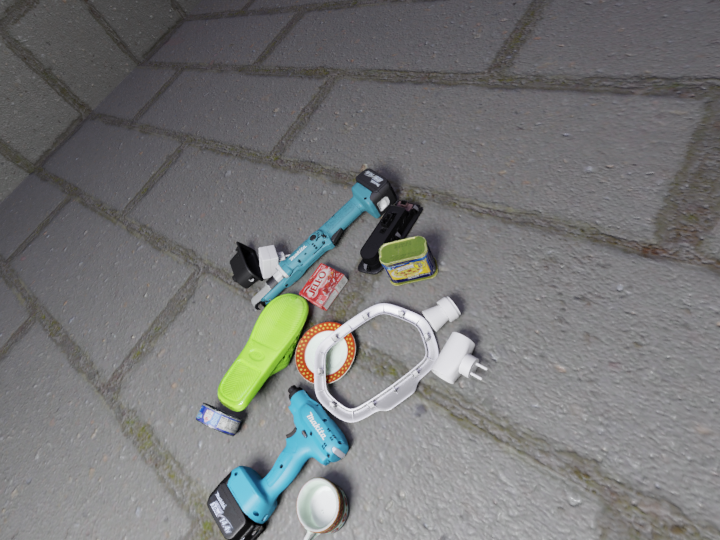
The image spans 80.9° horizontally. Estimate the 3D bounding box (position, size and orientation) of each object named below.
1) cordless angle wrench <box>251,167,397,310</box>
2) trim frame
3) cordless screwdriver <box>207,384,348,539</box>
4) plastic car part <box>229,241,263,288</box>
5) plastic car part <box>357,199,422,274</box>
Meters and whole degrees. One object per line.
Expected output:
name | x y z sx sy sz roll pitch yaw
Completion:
cordless angle wrench | -0.097 -0.064 0.996 0.422 0.070 0.104 -44 50 -3
trim frame | 0.023 0.165 0.786 0.247 0.026 0.193 -34 58 -5
cordless screwdriver | -0.156 0.335 0.753 0.247 0.070 0.168 -42 50 -9
plastic car part | -0.295 -0.004 1.066 0.071 0.062 0.122 -39 51 17
plastic car part | 0.060 -0.080 0.932 0.070 0.064 0.203 24 74 29
